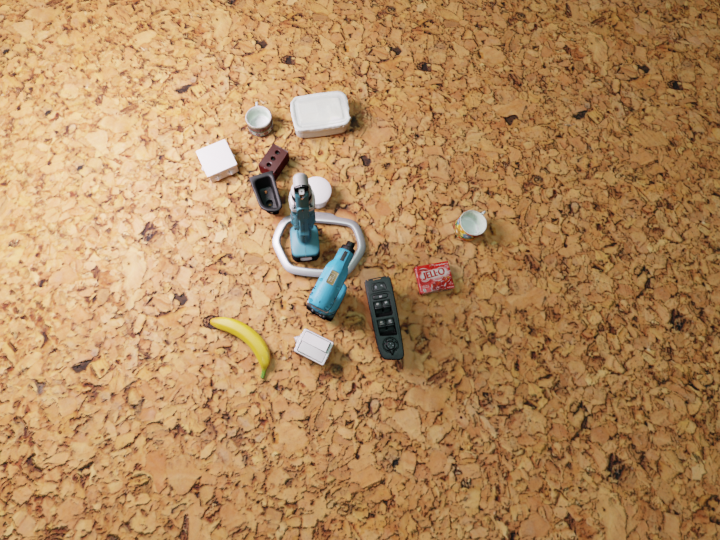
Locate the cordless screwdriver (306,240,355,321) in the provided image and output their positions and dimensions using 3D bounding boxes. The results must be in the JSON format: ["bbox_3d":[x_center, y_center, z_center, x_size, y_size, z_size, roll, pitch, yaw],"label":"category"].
[{"bbox_3d":[-0.065,0.031,0.980,0.075,0.246,0.159,27,76,1],"label":"cordless screwdriver"}]

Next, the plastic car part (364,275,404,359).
[{"bbox_3d":[0.058,0.121,1.048,0.066,0.066,0.207,-10,75,-6],"label":"plastic car part"}]

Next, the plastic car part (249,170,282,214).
[{"bbox_3d":[-0.248,-0.196,1.134,0.065,0.070,0.119,-18,76,-8],"label":"plastic car part"}]

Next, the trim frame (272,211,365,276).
[{"bbox_3d":[-0.110,-0.072,1.122,0.248,0.027,0.187,2,74,0],"label":"trim frame"}]

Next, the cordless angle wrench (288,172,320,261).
[{"bbox_3d":[-0.126,-0.113,0.931,0.074,0.419,0.100,-4,77,-7],"label":"cordless angle wrench"}]
